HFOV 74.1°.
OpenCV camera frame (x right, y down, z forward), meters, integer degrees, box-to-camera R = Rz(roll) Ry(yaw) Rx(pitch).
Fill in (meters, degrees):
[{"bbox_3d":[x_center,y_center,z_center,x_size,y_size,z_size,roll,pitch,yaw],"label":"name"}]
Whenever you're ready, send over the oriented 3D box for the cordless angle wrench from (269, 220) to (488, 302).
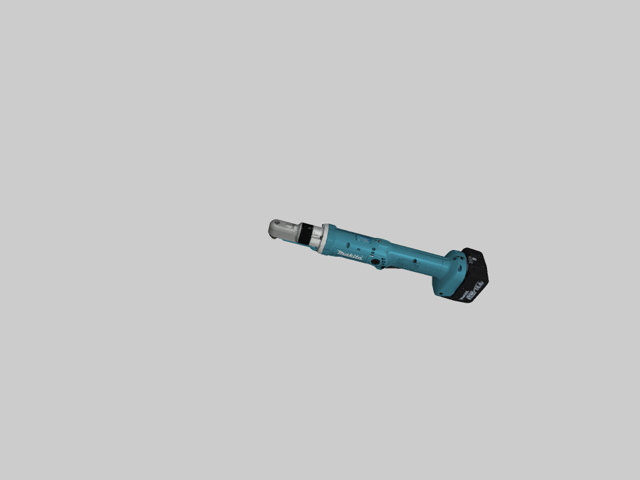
[{"bbox_3d":[0.108,0.025,0.819,0.423,0.074,0.098,14,-45,-6],"label":"cordless angle wrench"}]
